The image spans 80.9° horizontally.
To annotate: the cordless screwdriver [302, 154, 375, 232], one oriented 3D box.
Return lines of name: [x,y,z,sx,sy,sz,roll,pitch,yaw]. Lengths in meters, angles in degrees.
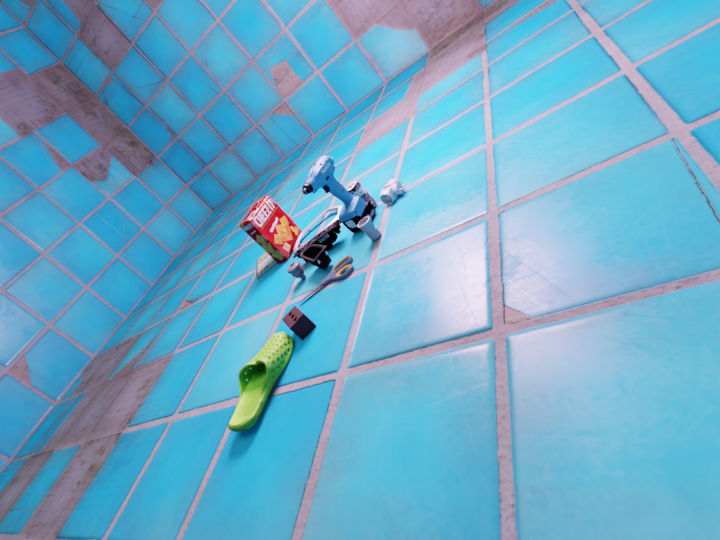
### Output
cordless screwdriver: [-0.069,-0.214,1.284,0.077,0.239,0.159,-19,32,46]

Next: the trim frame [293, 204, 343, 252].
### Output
trim frame: [-0.155,-0.152,1.558,0.249,0.026,0.191,-41,26,5]

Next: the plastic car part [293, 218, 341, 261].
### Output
plastic car part: [-0.136,-0.089,1.390,0.207,0.064,0.067,-29,27,26]

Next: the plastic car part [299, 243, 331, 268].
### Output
plastic car part: [-0.130,-0.036,1.296,0.066,0.068,0.122,-50,25,-16]
